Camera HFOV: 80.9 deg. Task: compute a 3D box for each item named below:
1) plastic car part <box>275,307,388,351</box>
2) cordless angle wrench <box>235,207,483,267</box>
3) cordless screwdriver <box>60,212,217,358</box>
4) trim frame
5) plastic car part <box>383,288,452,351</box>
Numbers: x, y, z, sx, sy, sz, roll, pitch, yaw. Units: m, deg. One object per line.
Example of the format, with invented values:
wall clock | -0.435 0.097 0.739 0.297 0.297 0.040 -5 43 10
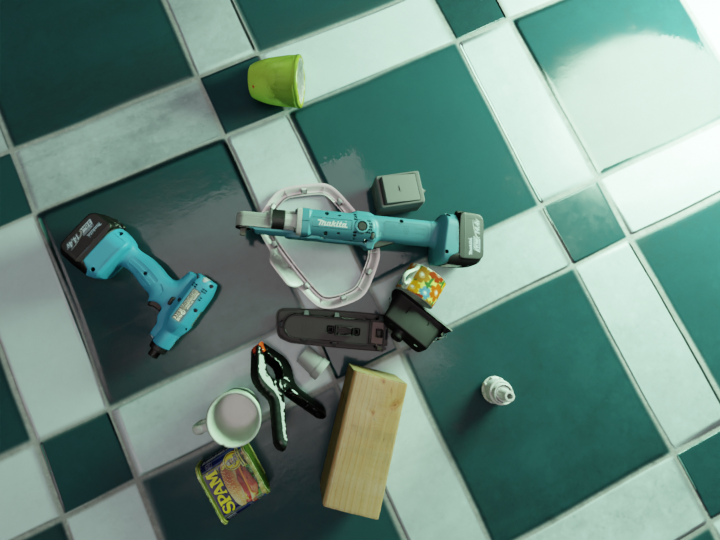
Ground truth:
plastic car part | -0.050 0.104 0.736 0.203 0.067 0.066 6 90 0
cordless angle wrench | -0.002 -0.070 0.734 0.417 0.075 0.099 5 81 -8
cordless screwdriver | -0.390 0.024 0.724 0.248 0.075 0.159 35 82 -2
trim frame | -0.076 -0.049 0.772 0.183 0.027 0.250 -37 87 -6
plastic car part | 0.084 0.096 0.731 0.117 0.066 0.070 37 62 3
